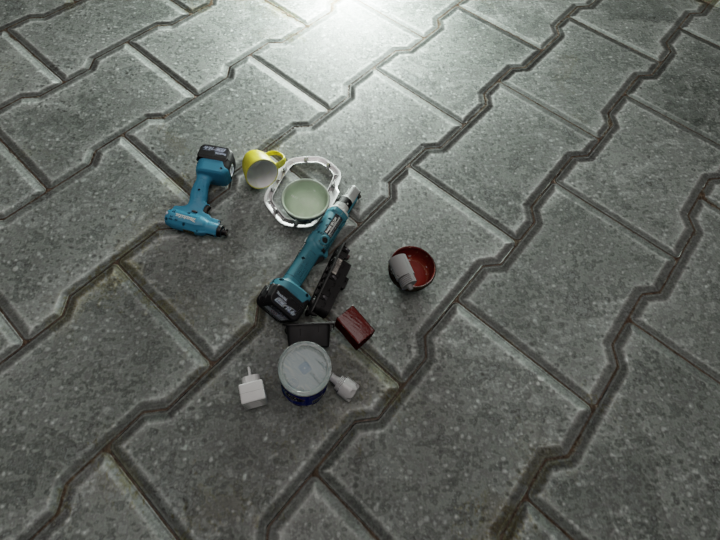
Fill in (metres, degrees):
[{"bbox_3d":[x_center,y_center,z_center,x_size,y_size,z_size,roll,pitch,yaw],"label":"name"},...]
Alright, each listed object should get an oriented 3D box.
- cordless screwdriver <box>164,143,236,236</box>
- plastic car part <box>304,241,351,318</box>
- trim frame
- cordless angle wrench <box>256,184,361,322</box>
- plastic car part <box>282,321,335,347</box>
[{"bbox_3d":[-0.388,-0.204,1.105,0.161,0.073,0.252,14,66,3],"label":"cordless screwdriver"},{"bbox_3d":[-0.071,0.032,1.004,0.065,0.068,0.203,37,62,-16],"label":"plastic car part"},{"bbox_3d":[-0.152,-0.222,1.149,0.187,0.027,0.250,22,62,8],"label":"trim frame"},{"bbox_3d":[-0.102,-0.066,1.040,0.094,0.077,0.424,43,57,-22],"label":"cordless angle wrench"},{"bbox_3d":[-0.113,0.149,0.941,0.116,0.065,0.072,-5,78,-3],"label":"plastic car part"}]
